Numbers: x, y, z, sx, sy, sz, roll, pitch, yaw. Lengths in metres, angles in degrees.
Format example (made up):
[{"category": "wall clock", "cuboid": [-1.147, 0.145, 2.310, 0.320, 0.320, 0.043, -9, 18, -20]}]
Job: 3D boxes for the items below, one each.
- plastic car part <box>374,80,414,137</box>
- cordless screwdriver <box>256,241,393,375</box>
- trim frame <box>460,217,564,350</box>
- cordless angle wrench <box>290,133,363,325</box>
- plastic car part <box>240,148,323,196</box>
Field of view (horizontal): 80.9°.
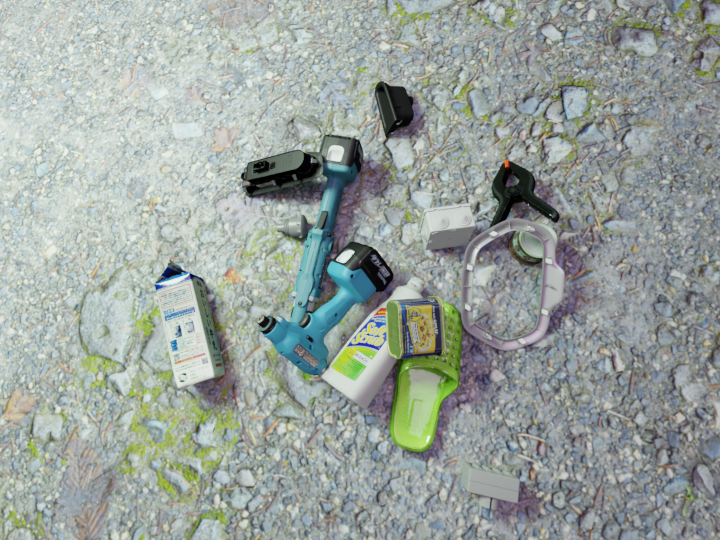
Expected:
[{"category": "plastic car part", "cuboid": [0.078, -0.351, 0.898, 0.069, 0.066, 0.119, -5, 74, -15]}, {"category": "cordless screwdriver", "cuboid": [-0.063, 0.052, 0.762, 0.248, 0.078, 0.151, -52, 121, -12]}, {"category": "trim frame", "cuboid": [0.275, 0.029, 0.770, 0.183, 0.028, 0.246, 1, 97, -3]}, {"category": "cordless angle wrench", "cuboid": [-0.081, -0.053, 0.828, 0.076, 0.095, 0.425, 12, 83, 11]}, {"category": "plastic car part", "cuboid": [-0.165, -0.200, 0.832, 0.211, 0.063, 0.067, -2, 70, 30]}]
